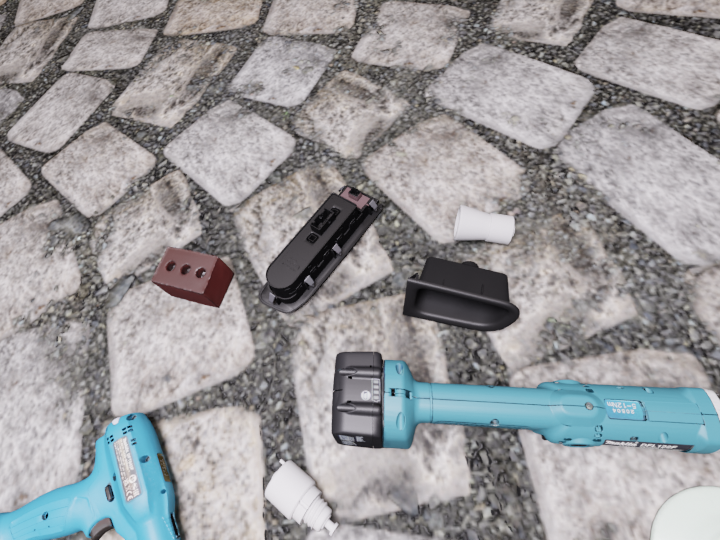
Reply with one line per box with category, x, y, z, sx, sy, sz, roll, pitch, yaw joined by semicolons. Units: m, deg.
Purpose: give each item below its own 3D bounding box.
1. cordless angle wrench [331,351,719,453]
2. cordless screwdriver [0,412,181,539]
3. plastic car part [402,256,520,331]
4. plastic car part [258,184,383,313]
cordless angle wrench;0.188;0.129;0.382;0.429;0.094;0.076;1;60;8
cordless screwdriver;-0.301;0.273;0.411;0.246;0.072;0.167;-30;61;-10
plastic car part;0.112;0.019;0.475;0.119;0.064;0.072;9;50;11
plastic car part;-0.052;-0.034;0.534;0.068;0.065;0.202;33;75;15
